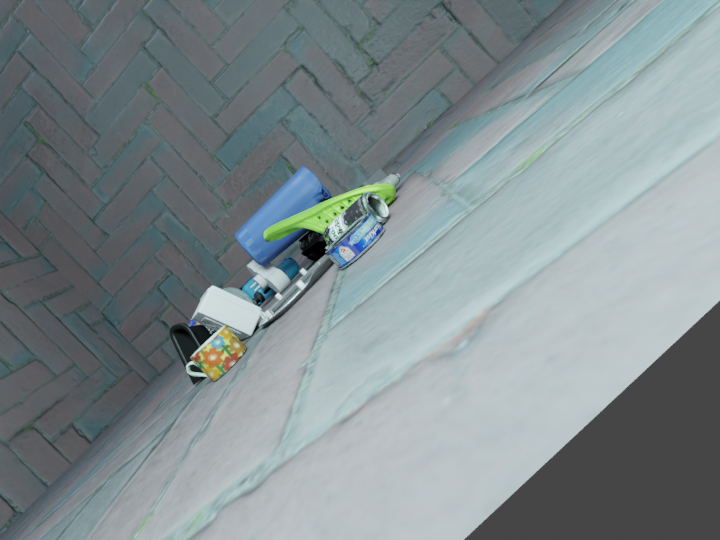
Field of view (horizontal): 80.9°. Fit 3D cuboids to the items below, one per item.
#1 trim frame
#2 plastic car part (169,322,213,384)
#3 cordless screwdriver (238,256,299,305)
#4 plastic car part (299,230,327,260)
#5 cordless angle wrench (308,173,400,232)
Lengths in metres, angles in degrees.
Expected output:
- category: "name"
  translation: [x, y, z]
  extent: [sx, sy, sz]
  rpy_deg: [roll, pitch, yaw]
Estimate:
- category: "trim frame"
  translation: [-0.097, 0.011, 0.764]
  extent: [0.246, 0.027, 0.188]
  rpy_deg: [-46, 11, -29]
- category: "plastic car part"
  translation: [-0.309, 0.147, 0.817]
  extent: [0.067, 0.120, 0.068]
  rpy_deg: [-41, -18, 23]
- category: "cordless screwdriver"
  translation: [-0.279, 0.053, 1.194]
  extent: [0.158, 0.073, 0.255]
  rpy_deg: [-49, 14, -33]
- category: "plastic car part"
  translation: [-0.093, -0.061, 0.956]
  extent: [0.067, 0.065, 0.207]
  rpy_deg: [-62, 15, -25]
- category: "cordless angle wrench"
  translation: [-0.023, -0.155, 1.069]
  extent: [0.097, 0.073, 0.433]
  rpy_deg: [-47, 12, -24]
